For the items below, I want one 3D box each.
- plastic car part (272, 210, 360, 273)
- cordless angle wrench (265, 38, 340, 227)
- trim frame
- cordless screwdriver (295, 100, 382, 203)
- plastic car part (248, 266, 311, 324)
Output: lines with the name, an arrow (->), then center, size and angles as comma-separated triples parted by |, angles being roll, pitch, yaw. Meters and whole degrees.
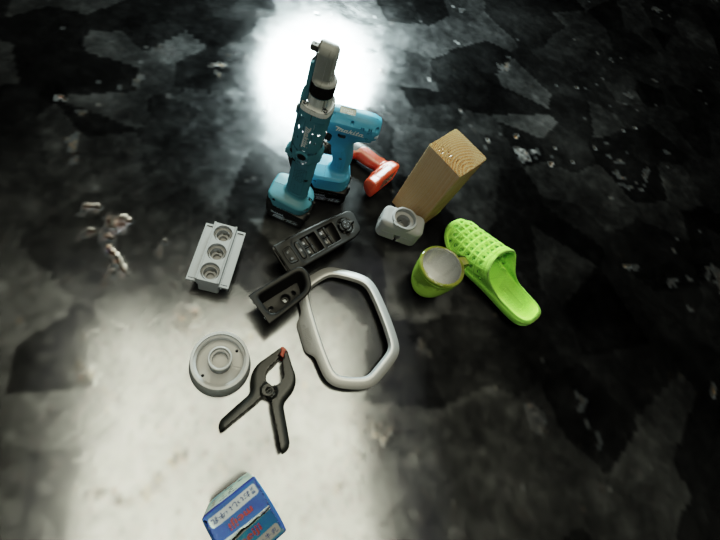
plastic car part -> -0.085, -0.056, 0.869 | 0.199, 0.067, 0.068 | -32, 77, -25
cordless angle wrench -> -0.097, -0.218, 0.747 | 0.097, 0.421, 0.075 | 26, 61, -5
trim frame -> -0.028, 0.105, 0.821 | 0.180, 0.027, 0.256 | -14, 67, -19
cordless screwdriver -> -0.069, -0.241, 0.865 | 0.157, 0.248, 0.076 | 14, 63, -10
plastic car part -> -0.146, 0.051, 0.798 | 0.114, 0.070, 0.067 | -35, 78, -26
